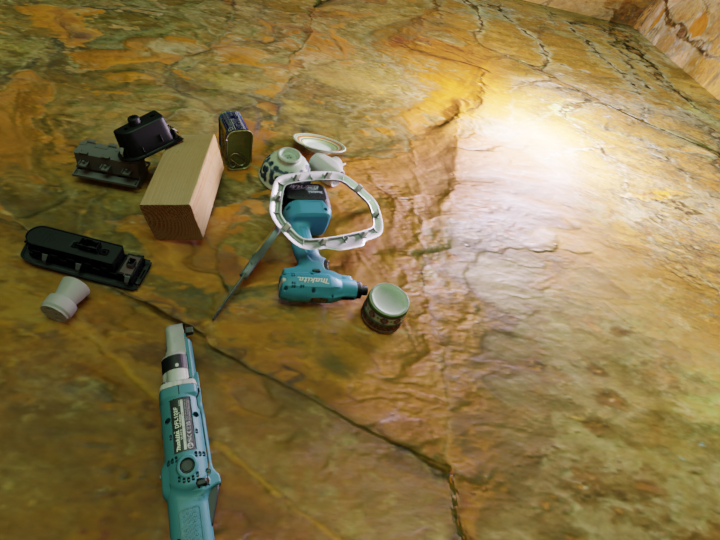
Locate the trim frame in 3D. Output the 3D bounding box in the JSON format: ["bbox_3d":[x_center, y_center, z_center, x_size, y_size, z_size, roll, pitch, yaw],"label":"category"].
[{"bbox_3d":[-0.058,-0.116,0.795,0.238,0.028,0.190,-11,66,-38],"label":"trim frame"}]

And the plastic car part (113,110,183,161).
[{"bbox_3d":[-0.405,-0.259,0.791,0.069,0.068,0.114,35,58,29],"label":"plastic car part"}]

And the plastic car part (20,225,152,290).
[{"bbox_3d":[-0.456,-0.026,0.690,0.203,0.066,0.067,12,56,-1],"label":"plastic car part"}]

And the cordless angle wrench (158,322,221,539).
[{"bbox_3d":[-0.208,0.247,0.514,0.095,0.073,0.443,-8,51,-23],"label":"cordless angle wrench"}]

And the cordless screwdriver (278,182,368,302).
[{"bbox_3d":[-0.078,-0.051,0.799,0.155,0.073,0.258,2,53,-16],"label":"cordless screwdriver"}]
